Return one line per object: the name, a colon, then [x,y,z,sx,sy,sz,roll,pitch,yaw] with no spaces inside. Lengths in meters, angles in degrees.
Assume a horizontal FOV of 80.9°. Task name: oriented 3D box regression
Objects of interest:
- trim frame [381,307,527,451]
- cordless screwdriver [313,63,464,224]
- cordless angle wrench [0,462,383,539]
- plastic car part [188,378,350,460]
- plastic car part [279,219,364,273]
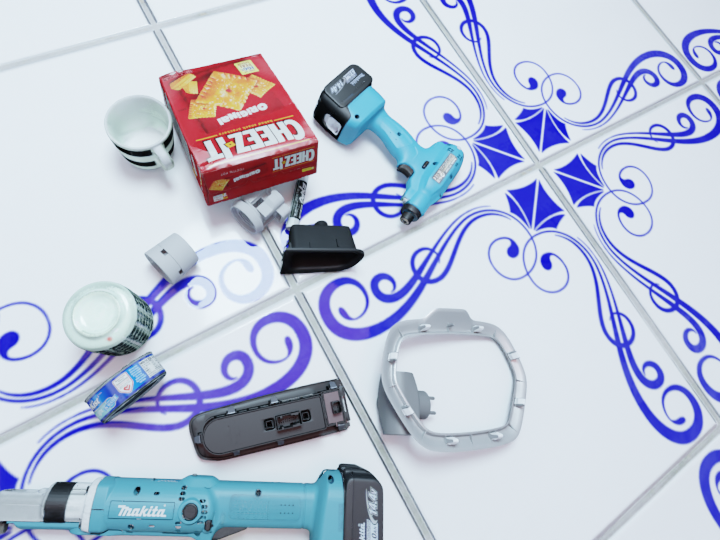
trim frame: [0.136,0.143,0.576,0.240,0.028,0.189,4,64,-22]
cordless screwdriver: [0.033,-0.196,0.672,0.248,0.075,0.159,38,69,-2]
cordless angle wrench: [-0.188,0.269,0.480,0.418,0.074,0.100,5,72,-7]
plastic car part: [-0.109,0.191,0.526,0.200,0.067,0.067,-9,83,-11]
plastic car part: [-0.060,-0.039,0.613,0.114,0.065,0.073,-5,61,-17]
